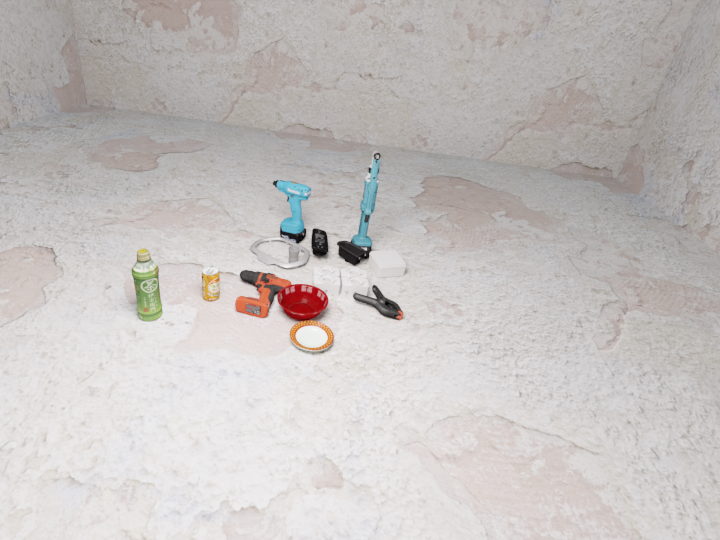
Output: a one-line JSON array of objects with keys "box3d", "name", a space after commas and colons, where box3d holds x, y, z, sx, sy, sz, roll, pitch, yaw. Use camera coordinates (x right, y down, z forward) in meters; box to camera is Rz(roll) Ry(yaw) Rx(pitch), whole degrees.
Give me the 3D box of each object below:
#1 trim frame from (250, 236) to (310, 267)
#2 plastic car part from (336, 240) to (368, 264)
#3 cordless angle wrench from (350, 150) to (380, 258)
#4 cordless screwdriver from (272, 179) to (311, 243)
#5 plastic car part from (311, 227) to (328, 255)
[{"box3d": [-0.309, -0.072, 1.623, 0.261, 0.027, 0.179, 26, 36, 29], "name": "trim frame"}, {"box3d": [-0.040, -0.062, 1.616, 0.123, 0.069, 0.064, 28, 36, 31], "name": "plastic car part"}, {"box3d": [0.027, -0.244, 1.597, 0.073, 0.414, 0.101, 4, 30, -9], "name": "cordless angle wrench"}, {"box3d": [-0.285, -0.240, 1.694, 0.165, 0.243, 0.073, 20, 31, 18], "name": "cordless screwdriver"}, {"box3d": [-0.163, -0.107, 1.671, 0.066, 0.065, 0.209, 4, 31, -8], "name": "plastic car part"}]
